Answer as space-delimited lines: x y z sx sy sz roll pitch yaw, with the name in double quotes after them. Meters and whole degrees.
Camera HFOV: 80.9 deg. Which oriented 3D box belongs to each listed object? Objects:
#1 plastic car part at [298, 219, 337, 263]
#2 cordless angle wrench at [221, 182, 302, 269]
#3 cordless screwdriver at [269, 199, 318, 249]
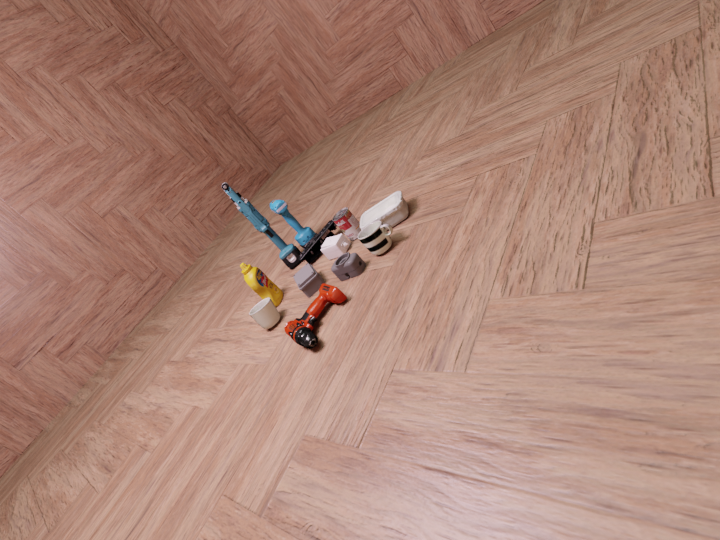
-0.155 -0.102 1.588 0.202 0.064 0.069 -46 23 -9 "plastic car part"
-0.383 -0.179 1.636 0.074 0.408 0.101 -41 20 2 "cordless angle wrench"
-0.263 -0.181 1.665 0.074 0.240 0.166 -45 22 -9 "cordless screwdriver"
